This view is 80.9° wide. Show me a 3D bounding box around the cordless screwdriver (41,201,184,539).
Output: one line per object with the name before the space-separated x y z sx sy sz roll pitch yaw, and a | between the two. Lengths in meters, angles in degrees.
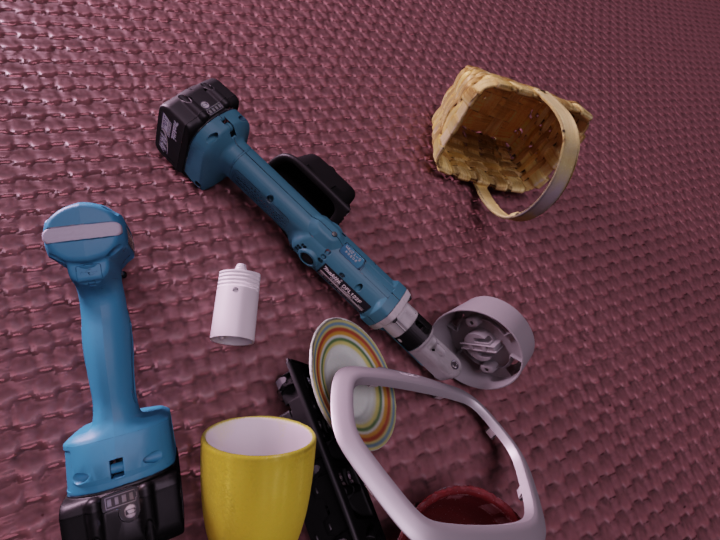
cordless screwdriver | -0.201 0.078 0.348 0.072 0.163 0.250 -9 86 -24

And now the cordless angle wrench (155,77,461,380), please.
cordless angle wrench | -0.046 -0.030 0.469 0.422 0.099 0.073 44 56 -1

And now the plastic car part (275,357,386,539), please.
plastic car part | -0.032 0.181 0.367 0.067 0.063 0.213 -33 59 -2

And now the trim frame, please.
trim frame | 0.074 0.164 0.398 0.237 0.027 0.193 16 30 -30

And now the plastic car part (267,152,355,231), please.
plastic car part | -0.052 -0.106 0.523 0.119 0.066 0.069 49 44 9
